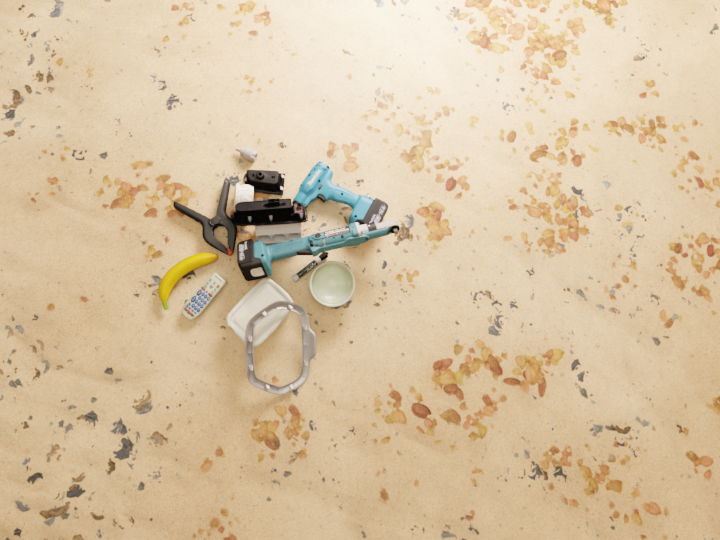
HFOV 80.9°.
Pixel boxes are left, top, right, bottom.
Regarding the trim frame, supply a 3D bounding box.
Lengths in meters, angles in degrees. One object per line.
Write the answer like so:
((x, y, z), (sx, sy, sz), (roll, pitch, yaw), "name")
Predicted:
((-0.202, 0.199, 1.074), (0.178, 0.028, 0.247), (-3, 96, -22), "trim frame")

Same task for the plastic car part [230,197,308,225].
((-0.242, -0.154, 1.104), (0.202, 0.065, 0.069), (-7, 52, -3), "plastic car part")

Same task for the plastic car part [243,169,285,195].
((-0.269, -0.254, 1.174), (0.115, 0.071, 0.067), (5, 79, -7), "plastic car part")

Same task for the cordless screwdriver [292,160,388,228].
((-0.059, -0.179, 1.173), (0.252, 0.073, 0.159), (32, 80, 6), "cordless screwdriver")

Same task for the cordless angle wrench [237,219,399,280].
((-0.108, -0.071, 1.103), (0.424, 0.071, 0.102), (-14, 47, 1), "cordless angle wrench")
